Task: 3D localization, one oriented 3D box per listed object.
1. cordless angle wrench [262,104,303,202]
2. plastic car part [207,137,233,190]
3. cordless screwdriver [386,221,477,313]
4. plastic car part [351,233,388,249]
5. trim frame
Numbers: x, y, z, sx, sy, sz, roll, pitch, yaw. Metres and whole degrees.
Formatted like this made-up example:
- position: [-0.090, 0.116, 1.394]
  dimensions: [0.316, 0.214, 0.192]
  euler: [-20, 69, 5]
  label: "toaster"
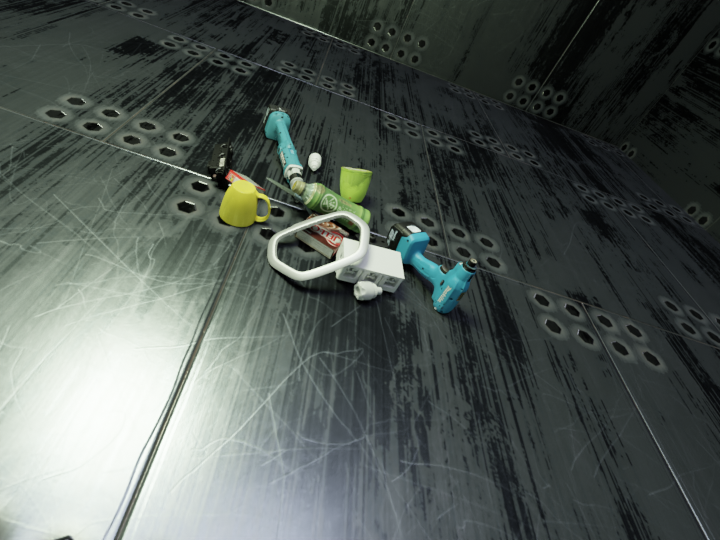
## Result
- position: [-0.227, -0.363, 1.298]
  dimensions: [0.071, 0.098, 0.442]
  euler: [5, 44, -29]
  label: "cordless angle wrench"
- position: [-0.385, -0.298, 1.169]
  dimensions: [0.067, 0.064, 0.210]
  euler: [-7, 43, 1]
  label: "plastic car part"
- position: [0.172, -0.033, 1.050]
  dimensions: [0.071, 0.157, 0.262]
  euler: [-8, 46, -37]
  label: "cordless screwdriver"
- position: [0.024, -0.061, 1.080]
  dimensions: [0.112, 0.070, 0.069]
  euler: [11, 40, -21]
  label: "plastic car part"
- position: [-0.096, -0.063, 0.983]
  dimensions: [0.246, 0.026, 0.193]
  euler: [-23, 53, -9]
  label: "trim frame"
